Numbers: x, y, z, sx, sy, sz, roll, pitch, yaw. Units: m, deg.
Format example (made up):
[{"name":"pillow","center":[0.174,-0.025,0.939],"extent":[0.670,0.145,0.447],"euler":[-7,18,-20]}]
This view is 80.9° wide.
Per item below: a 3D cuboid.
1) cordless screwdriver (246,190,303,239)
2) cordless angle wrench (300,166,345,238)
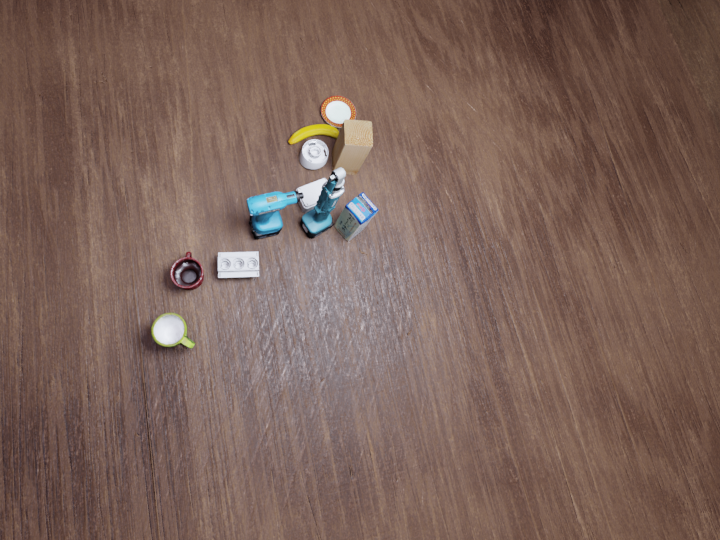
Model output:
[{"name":"cordless screwdriver","center":[-0.259,-0.172,1.270],"extent":[0.156,0.250,0.075],"euler":[-15,82,-16]},{"name":"cordless angle wrench","center":[-0.098,-0.194,1.210],"extent":[0.096,0.424,0.075],"euler":[-32,87,-18]}]
